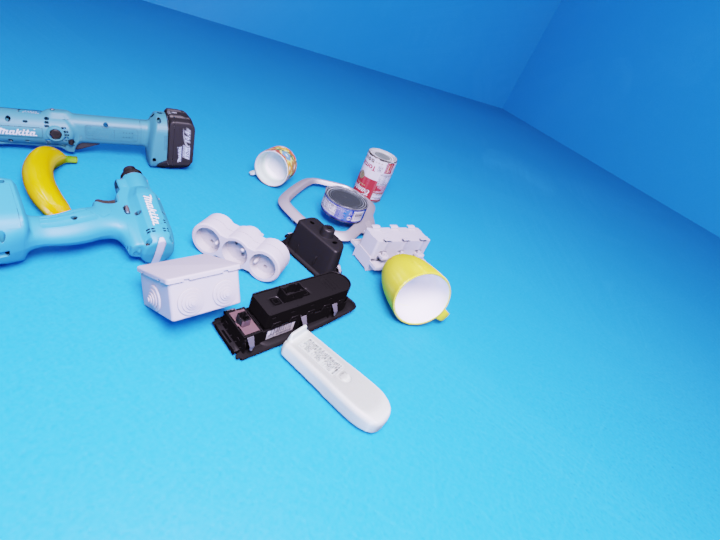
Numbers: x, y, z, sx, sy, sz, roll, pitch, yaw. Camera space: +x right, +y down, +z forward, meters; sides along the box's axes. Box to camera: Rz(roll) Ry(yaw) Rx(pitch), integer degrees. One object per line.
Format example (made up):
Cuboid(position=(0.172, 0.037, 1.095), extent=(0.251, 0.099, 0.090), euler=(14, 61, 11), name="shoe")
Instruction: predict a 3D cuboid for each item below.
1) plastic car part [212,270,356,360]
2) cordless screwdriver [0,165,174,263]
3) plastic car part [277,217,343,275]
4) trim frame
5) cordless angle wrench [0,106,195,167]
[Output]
Cuboid(position=(-0.083, 0.042, 0.541), extent=(0.070, 0.066, 0.194), euler=(36, 32, 33), name="plastic car part")
Cuboid(position=(-0.367, -0.075, 0.516), extent=(0.238, 0.074, 0.166), euler=(-7, 55, -42), name="cordless screwdriver")
Cuboid(position=(-0.065, -0.042, 0.664), extent=(0.063, 0.070, 0.123), euler=(-17, 45, -44), name="plastic car part")
Cuboid(position=(-0.058, -0.124, 0.832), extent=(0.187, 0.027, 0.248), euler=(23, 30, 6), name="trim frame")
Cuboid(position=(-0.492, -0.229, 0.687), extent=(0.407, 0.096, 0.078), euler=(-5, 38, -30), name="cordless angle wrench")
